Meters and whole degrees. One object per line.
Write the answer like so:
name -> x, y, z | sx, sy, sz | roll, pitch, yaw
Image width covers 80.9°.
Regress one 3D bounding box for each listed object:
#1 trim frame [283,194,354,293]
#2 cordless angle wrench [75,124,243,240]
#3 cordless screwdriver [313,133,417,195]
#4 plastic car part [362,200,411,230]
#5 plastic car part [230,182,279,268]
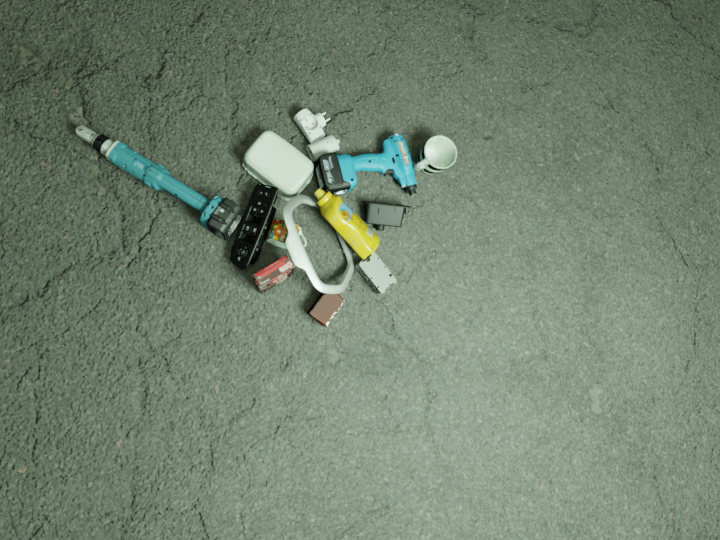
trim frame -> -0.096, -0.063, 0.981 | 0.178, 0.028, 0.249 | -22, 87, -50
cordless angle wrench -> -0.467, -0.214, 0.965 | 0.423, 0.098, 0.074 | 32, 75, 0
cordless screwdriver -> 0.018, -0.237, 1.047 | 0.244, 0.075, 0.160 | -18, 86, -15
plastic car part -> 0.059, -0.134, 1.047 | 0.115, 0.067, 0.070 | 2, 97, -6
plastic car part -> -0.245, -0.099, 0.989 | 0.068, 0.064, 0.204 | 17, 79, 17
